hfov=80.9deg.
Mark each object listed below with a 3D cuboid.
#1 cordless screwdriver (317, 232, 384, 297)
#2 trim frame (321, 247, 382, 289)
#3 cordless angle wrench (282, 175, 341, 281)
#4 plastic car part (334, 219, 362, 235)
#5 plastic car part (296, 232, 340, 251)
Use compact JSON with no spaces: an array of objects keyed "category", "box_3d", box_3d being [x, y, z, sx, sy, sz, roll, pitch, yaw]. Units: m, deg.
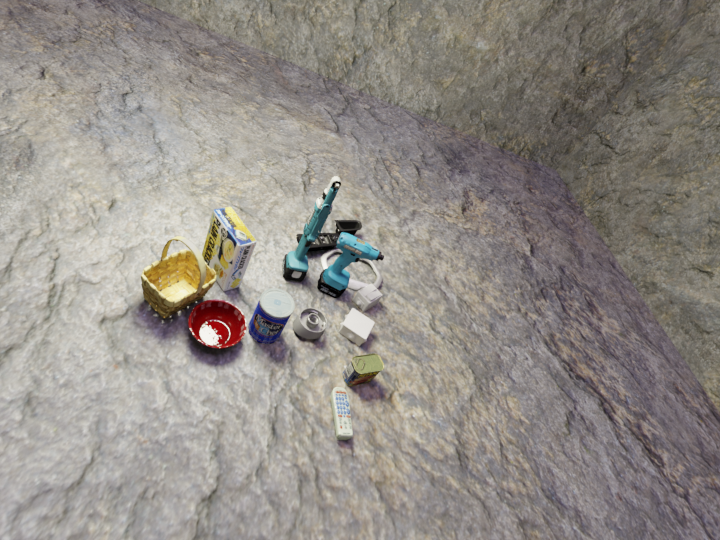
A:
[{"category":"cordless screwdriver","box_3d":[-0.039,-0.008,1.420,0.158,0.248,0.075,26,40,-6]},{"category":"trim frame","box_3d":[-0.033,-0.005,1.593,0.244,0.027,0.189,18,41,-11]},{"category":"cordless angle wrench","box_3d":[-0.153,-0.131,1.354,0.072,0.421,0.102,12,44,-23]},{"category":"plastic car part","box_3d":[-0.054,-0.163,1.716,0.112,0.070,0.069,-2,50,-32]},{"category":"plastic car part","box_3d":[-0.156,-0.102,1.598,0.195,0.067,0.069,-11,54,-37]}]
